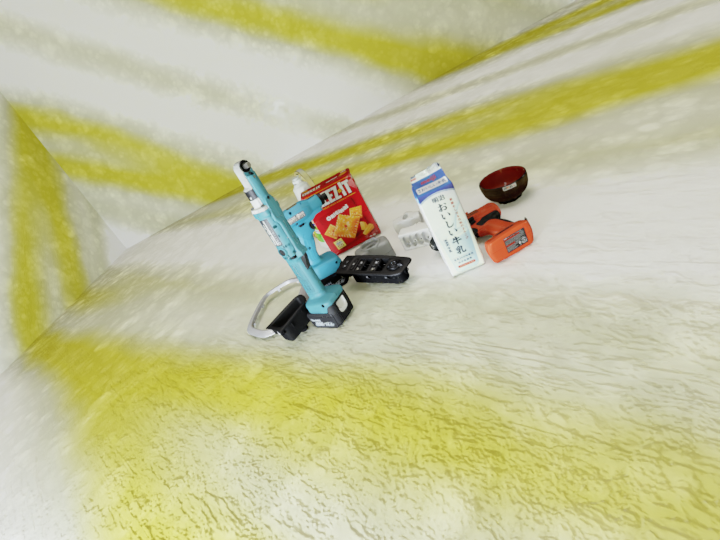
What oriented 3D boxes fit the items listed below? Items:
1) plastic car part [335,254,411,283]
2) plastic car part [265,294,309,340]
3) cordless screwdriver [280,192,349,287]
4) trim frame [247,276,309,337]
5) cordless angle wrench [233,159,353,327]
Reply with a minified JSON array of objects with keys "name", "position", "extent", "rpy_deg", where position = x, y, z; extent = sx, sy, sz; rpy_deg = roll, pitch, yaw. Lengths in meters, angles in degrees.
[{"name":"plastic car part","position":[0.036,0.003,1.018],"extent":[0.212,0.064,0.066],"rpy_deg":[-3,35,44]},{"name":"plastic car part","position":[-0.155,0.121,1.005],"extent":[0.069,0.068,0.115],"rpy_deg":[0,38,49]},{"name":"cordless screwdriver","position":[-0.107,-0.070,1.098],"extent":[0.158,0.240,0.077],"rpy_deg":[-33,22,-7]},{"name":"trim frame","position":[-0.220,0.097,1.165],"extent":[0.188,0.026,0.252],"rpy_deg":[-20,28,21]},{"name":"cordless angle wrench","position":[-0.154,-0.053,0.925],"extent":[0.102,0.408,0.074],"rpy_deg":[-9,30,42]}]
